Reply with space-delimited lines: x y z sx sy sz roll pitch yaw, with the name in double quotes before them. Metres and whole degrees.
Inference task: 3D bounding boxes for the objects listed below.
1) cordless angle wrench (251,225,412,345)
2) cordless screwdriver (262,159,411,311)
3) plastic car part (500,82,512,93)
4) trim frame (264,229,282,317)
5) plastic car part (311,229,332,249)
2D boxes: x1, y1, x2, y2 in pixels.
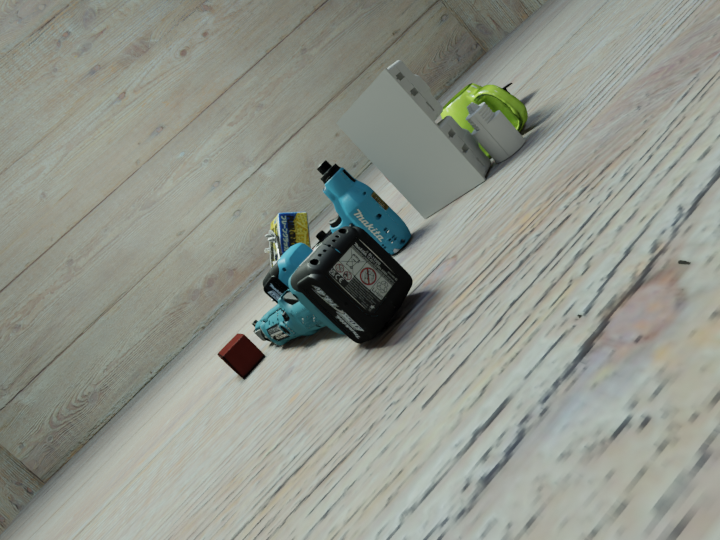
"cordless angle wrench" -0.084 0.059 0.566 0.074 0.097 0.430 -48 8 -28
"cordless screwdriver" -0.063 -0.041 0.645 0.253 0.157 0.074 -39 8 36
"plastic car part" 0.194 -0.250 0.721 0.201 0.067 0.067 -42 1 -14
"trim frame" -0.177 0.009 0.877 0.027 0.182 0.257 -8 12 -17
"plastic car part" -0.061 -0.060 0.910 0.115 0.070 0.067 -44 8 -19
